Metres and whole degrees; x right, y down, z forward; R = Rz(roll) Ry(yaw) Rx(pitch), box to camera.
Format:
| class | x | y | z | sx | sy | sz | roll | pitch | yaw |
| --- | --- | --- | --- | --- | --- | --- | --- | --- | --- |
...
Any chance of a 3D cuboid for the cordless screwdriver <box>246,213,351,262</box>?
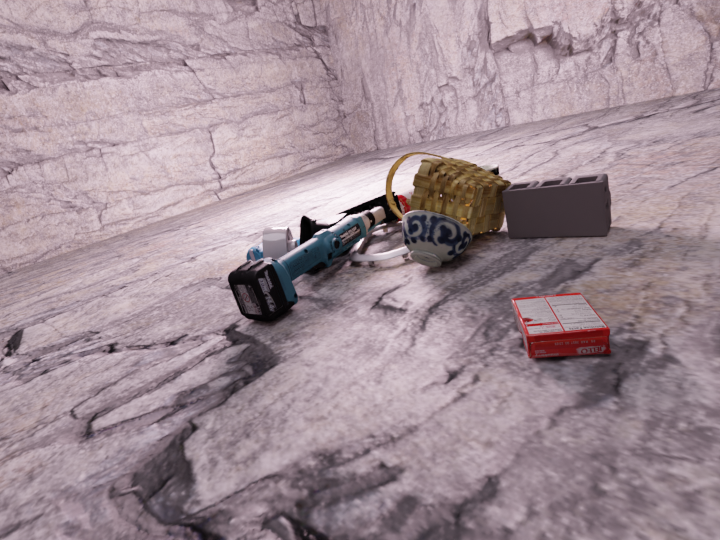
| class | x | y | z | sx | sy | sz | roll | pitch | yaw |
| --- | --- | --- | --- | --- | --- | --- | --- | --- | --- |
| cordless screwdriver | -0.138 | -0.073 | 1.014 | 0.256 | 0.073 | 0.158 | -12 | 18 | 20 |

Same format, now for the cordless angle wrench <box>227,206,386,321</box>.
| class | x | y | z | sx | sy | sz | roll | pitch | yaw |
| --- | --- | --- | --- | --- | --- | --- | --- | --- | --- |
| cordless angle wrench | -0.066 | -0.046 | 0.818 | 0.078 | 0.095 | 0.414 | -4 | 23 | 39 |

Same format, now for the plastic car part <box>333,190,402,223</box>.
| class | x | y | z | sx | sy | sz | roll | pitch | yaw |
| --- | --- | --- | --- | --- | --- | --- | --- | --- | --- |
| plastic car part | 0.014 | -0.134 | 1.045 | 0.210 | 0.066 | 0.065 | -16 | 0 | 31 |

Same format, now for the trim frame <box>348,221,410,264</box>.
| class | x | y | z | sx | sy | sz | roll | pitch | yaw |
| --- | --- | --- | --- | --- | --- | --- | --- | --- | --- |
| trim frame | 0.064 | -0.063 | 0.903 | 0.189 | 0.027 | 0.249 | -8 | 22 | 16 |

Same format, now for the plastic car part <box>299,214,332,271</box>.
| class | x | y | z | sx | sy | sz | roll | pitch | yaw |
| --- | --- | --- | --- | --- | --- | --- | --- | --- | --- |
| plastic car part | -0.086 | -0.056 | 0.883 | 0.068 | 0.116 | 0.069 | 2 | 1 | -33 |
